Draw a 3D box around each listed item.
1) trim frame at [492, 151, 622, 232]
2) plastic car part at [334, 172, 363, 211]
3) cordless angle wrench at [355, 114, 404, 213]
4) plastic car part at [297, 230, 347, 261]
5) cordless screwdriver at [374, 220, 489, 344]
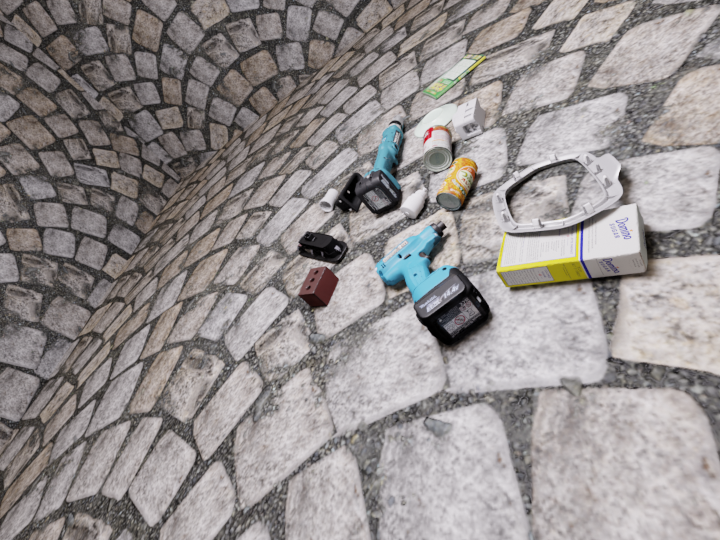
[{"bbox_3d":[0.306,-0.132,0.677,0.189,0.026,0.250,-21,25,24],"label":"trim frame"},{"bbox_3d":[-0.032,-0.208,1.166,0.072,0.064,0.117,-31,27,48],"label":"plastic car part"},{"bbox_3d":[0.076,-0.317,1.139,0.076,0.094,0.429,-26,33,34],"label":"cordless angle wrench"},{"bbox_3d":[-0.106,-0.069,1.086,0.066,0.064,0.214,-47,33,-18],"label":"plastic car part"},{"bbox_3d":[0.128,0.003,0.725,0.159,0.071,0.259,-42,28,4],"label":"cordless screwdriver"}]
